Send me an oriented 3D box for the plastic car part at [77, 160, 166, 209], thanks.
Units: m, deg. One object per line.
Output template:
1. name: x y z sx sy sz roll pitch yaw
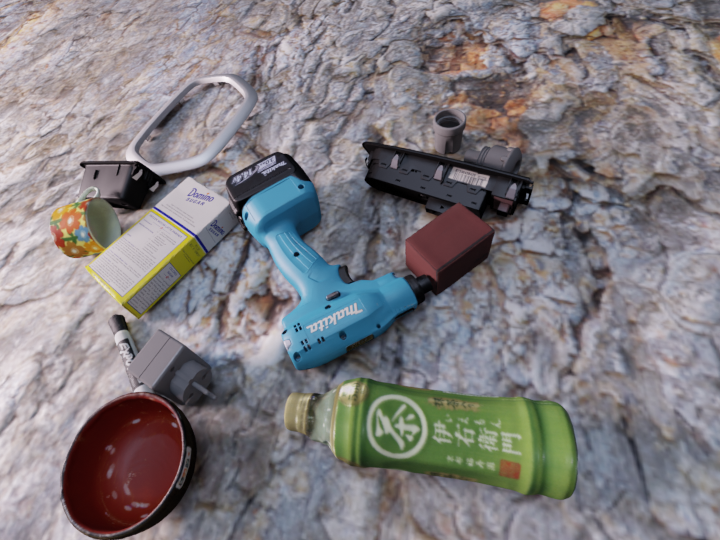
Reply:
1. plastic car part: -0.355 -0.116 0.610 0.120 0.063 0.072 2 73 16

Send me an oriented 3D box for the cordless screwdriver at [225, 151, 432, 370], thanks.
1. cordless screwdriver: -0.047 -0.030 0.477 0.158 0.071 0.260 -27 60 -7

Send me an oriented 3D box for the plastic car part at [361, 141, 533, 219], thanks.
1. plastic car part: 0.088 -0.102 0.504 0.212 0.063 0.067 26 91 24

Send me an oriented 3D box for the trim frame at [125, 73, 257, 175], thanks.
1. trim frame: -0.272 -0.242 0.688 0.191 0.026 0.250 16 64 20
